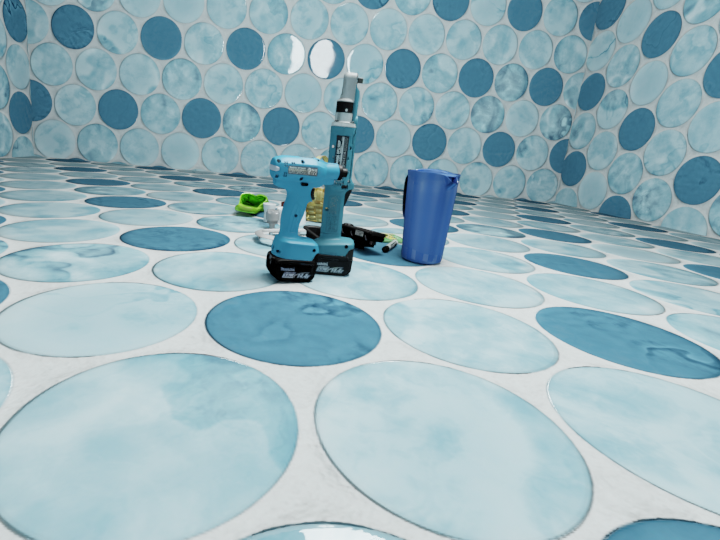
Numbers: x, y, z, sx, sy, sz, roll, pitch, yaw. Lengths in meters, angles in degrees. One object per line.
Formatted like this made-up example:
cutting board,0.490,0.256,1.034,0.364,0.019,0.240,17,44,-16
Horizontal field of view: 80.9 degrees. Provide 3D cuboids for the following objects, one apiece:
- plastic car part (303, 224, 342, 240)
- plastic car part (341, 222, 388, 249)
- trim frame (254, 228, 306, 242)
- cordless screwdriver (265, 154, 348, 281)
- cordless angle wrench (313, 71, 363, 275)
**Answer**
plastic car part,-0.103,-0.067,1.053,0.063,0.070,0.123,-2,17,-30
plastic car part,-0.005,-0.099,1.205,0.064,0.066,0.214,-2,17,-29
trim frame,-0.181,-0.097,1.206,0.238,0.027,0.195,-7,20,-38
cordless screwdriver,-0.111,-0.104,0.859,0.153,0.246,0.078,0,15,-25
cordless angle wrench,-0.046,-0.201,0.907,0.097,0.418,0.076,6,13,-5
